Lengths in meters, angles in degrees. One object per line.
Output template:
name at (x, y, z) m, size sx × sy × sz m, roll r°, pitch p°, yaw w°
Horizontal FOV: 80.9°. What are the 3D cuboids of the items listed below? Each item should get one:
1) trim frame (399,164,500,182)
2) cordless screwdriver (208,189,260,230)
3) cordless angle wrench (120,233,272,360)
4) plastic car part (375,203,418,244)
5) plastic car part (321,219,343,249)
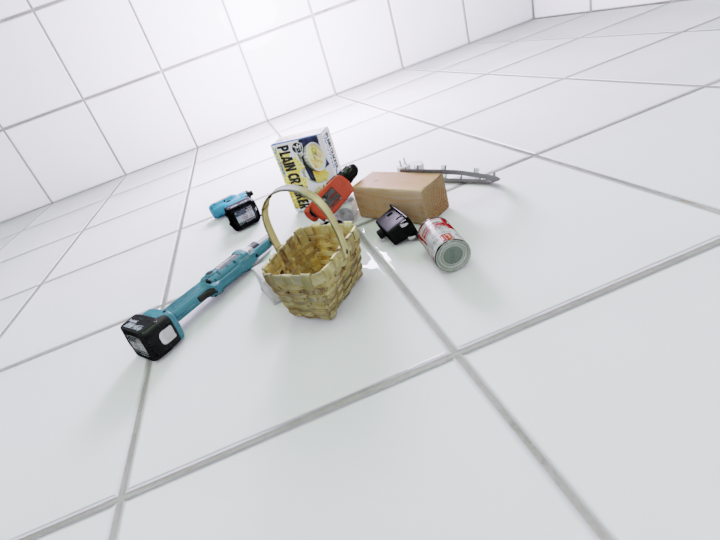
trim frame at (0.210, -0.234, 1.028) m, size 0.175 × 0.027 × 0.262 m, roll 1°, pitch 7°, yaw -45°
cordless screwdriver at (-0.388, -0.208, 1.367) m, size 0.157 × 0.072 × 0.262 m, roll -32°, pitch 29°, yaw -20°
cordless angle wrench at (-0.332, 0.029, 0.960) m, size 0.103 × 0.071 × 0.418 m, roll 3°, pitch 35°, yaw 35°
plastic car part at (0.071, -0.095, 0.933) m, size 0.071 × 0.063 × 0.122 m, roll -37°, pitch 29°, yaw -2°
plastic car part at (-0.095, -0.062, 0.974) m, size 0.070 × 0.064 × 0.201 m, roll 18°, pitch 49°, yaw 32°
